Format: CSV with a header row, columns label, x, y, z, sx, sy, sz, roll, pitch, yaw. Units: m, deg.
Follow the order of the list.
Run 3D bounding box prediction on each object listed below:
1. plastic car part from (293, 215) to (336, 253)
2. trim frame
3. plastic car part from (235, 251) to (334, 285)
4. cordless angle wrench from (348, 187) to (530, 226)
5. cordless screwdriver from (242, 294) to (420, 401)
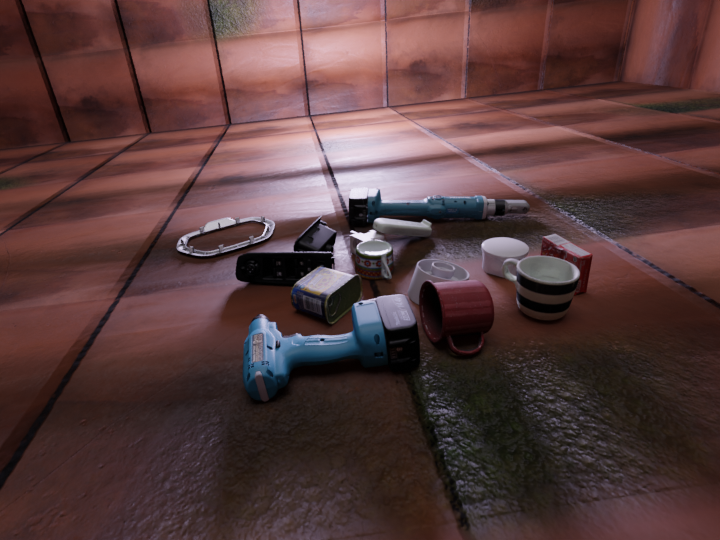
label,x,y,z,sx,sy,sz,roll,pitch,yaw
plastic car part,-0.090,-0.059,0.924,0.073,0.064,0.116,19,37,13
trim frame,-0.332,-0.091,1.052,0.242,0.027,0.194,-21,32,-22
plastic car part,-0.148,-0.010,0.836,0.206,0.065,0.067,0,18,10
cordless angle wrench,0.185,-0.155,1.029,0.430,0.072,0.099,2,29,9
cordless screwdriver,-0.049,0.095,0.621,0.247,0.072,0.165,-13,29,-4
